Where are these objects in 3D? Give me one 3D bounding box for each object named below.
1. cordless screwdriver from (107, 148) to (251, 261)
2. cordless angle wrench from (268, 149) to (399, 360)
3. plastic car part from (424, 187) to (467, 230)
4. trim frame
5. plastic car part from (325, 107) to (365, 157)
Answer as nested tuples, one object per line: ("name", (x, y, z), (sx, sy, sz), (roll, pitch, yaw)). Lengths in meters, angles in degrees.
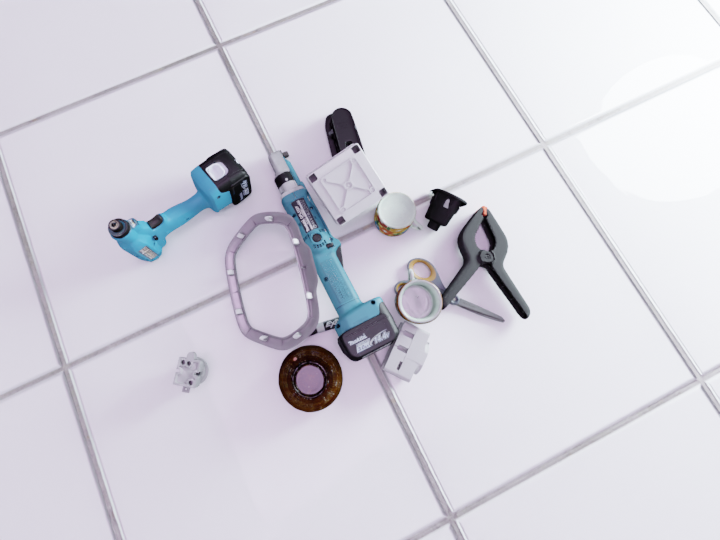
("cordless screwdriver", (-0.313, -0.116, 0.742), (0.247, 0.158, 0.075), (-40, 84, -11))
("cordless angle wrench", (-0.074, -0.049, 0.761), (0.097, 0.072, 0.437), (-26, 71, -7))
("plastic car part", (0.146, -0.106, 0.766), (0.067, 0.116, 0.071), (28, 102, 2))
("trim frame", (-0.158, 0.015, 0.742), (0.188, 0.026, 0.253), (-19, 75, 20))
("plastic car part", (-0.024, -0.231, 0.819), (0.066, 0.065, 0.207), (-15, 74, 2))
